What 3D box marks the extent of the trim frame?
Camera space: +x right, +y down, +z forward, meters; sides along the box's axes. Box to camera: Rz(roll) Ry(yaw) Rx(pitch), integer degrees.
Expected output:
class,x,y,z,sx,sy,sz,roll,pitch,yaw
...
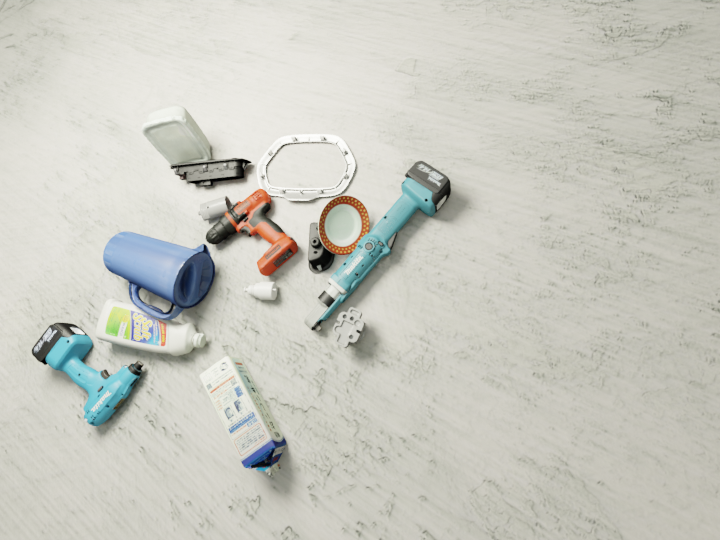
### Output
class,x,y,z,sx,sy,sz,roll,pitch,yaw
trim frame,-0.136,-0.252,1.026,0.254,0.026,0.186,4,74,13

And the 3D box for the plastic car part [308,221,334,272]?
class,x,y,z,sx,sy,sz,roll,pitch,yaw
plastic car part,-0.091,-0.059,0.929,0.067,0.068,0.118,0,70,13

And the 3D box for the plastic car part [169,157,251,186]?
class,x,y,z,sx,sy,sz,roll,pitch,yaw
plastic car part,-0.374,-0.249,1.063,0.206,0.064,0.068,-7,82,11

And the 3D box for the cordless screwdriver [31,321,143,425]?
class,x,y,z,sx,sy,sz,roll,pitch,yaw
cordless screwdriver,-0.619,0.210,0.969,0.257,0.072,0.159,37,83,17

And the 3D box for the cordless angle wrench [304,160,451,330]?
class,x,y,z,sx,sy,sz,roll,pitch,yaw
cordless angle wrench,0.025,-0.044,0.898,0.102,0.071,0.422,40,87,20
